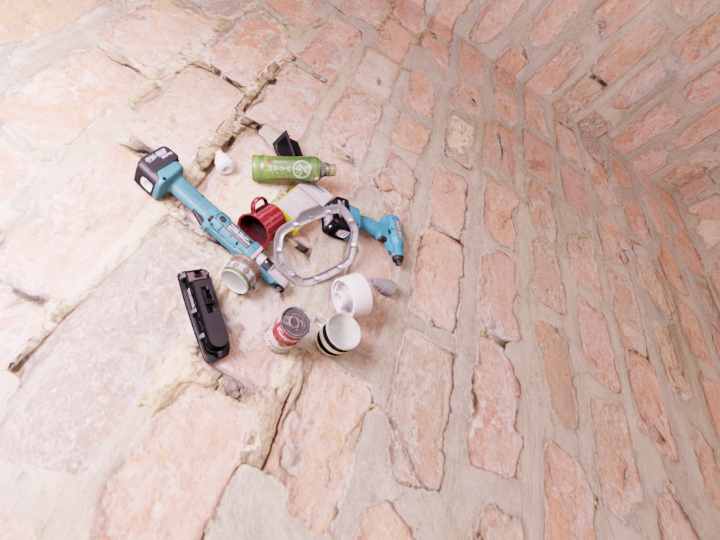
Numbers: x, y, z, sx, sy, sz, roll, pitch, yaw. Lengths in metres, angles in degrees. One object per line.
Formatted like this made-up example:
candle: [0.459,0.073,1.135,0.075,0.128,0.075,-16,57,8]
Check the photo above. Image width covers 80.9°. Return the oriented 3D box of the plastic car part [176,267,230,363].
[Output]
plastic car part: [-0.305,0.081,0.849,0.063,0.068,0.209,-4,65,-43]

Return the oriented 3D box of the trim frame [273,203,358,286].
trim frame: [-0.101,-0.066,1.030,0.242,0.029,0.181,-24,104,-28]

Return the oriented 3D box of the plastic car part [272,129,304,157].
plastic car part: [-0.192,-0.328,1.202,0.068,0.067,0.120,-3,64,-51]

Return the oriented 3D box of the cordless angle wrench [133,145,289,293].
cordless angle wrench: [-0.322,-0.103,0.958,0.421,0.075,0.097,43,47,-3]

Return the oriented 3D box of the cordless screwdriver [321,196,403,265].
cordless screwdriver: [0.017,-0.103,1.163,0.237,0.075,0.164,12,54,-30]
